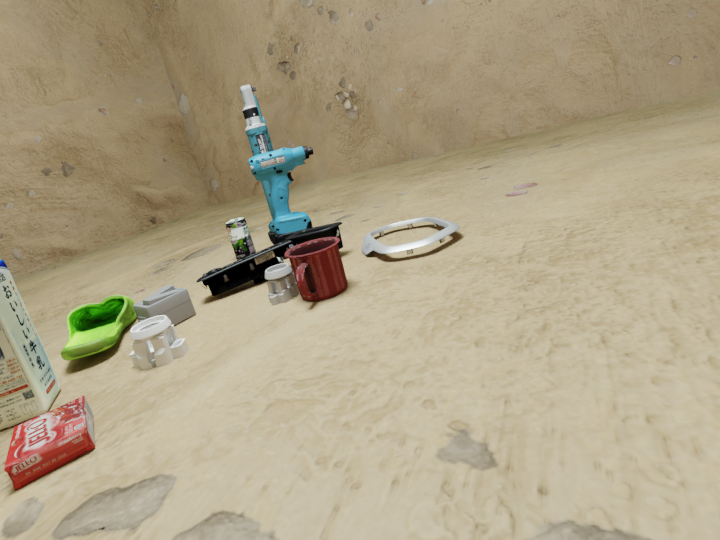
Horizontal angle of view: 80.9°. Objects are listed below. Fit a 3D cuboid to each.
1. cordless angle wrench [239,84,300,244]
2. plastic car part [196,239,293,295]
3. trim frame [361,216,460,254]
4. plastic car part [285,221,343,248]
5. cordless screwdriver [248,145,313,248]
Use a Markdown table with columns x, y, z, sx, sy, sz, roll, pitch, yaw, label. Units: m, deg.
| x | y | z | sx | sy | sz | roll | pitch | yaw | label |
| --- | --- | --- | --- | --- | --- | --- | --- | --- | --- |
| -0.244 | -0.272 | 1.116 | 0.096 | 0.415 | 0.077 | -20 | 14 | -21 | cordless angle wrench |
| -0.229 | -0.002 | 0.855 | 0.199 | 0.066 | 0.069 | -21 | 16 | -17 | plastic car part |
| 0.091 | -0.071 | 0.854 | 0.183 | 0.027 | 0.255 | -17 | 17 | -6 | trim frame |
| -0.088 | -0.057 | 0.896 | 0.121 | 0.069 | 0.065 | -6 | 18 | 29 | plastic car part |
| -0.168 | -0.180 | 1.051 | 0.157 | 0.244 | 0.077 | -17 | 14 | -9 | cordless screwdriver |
